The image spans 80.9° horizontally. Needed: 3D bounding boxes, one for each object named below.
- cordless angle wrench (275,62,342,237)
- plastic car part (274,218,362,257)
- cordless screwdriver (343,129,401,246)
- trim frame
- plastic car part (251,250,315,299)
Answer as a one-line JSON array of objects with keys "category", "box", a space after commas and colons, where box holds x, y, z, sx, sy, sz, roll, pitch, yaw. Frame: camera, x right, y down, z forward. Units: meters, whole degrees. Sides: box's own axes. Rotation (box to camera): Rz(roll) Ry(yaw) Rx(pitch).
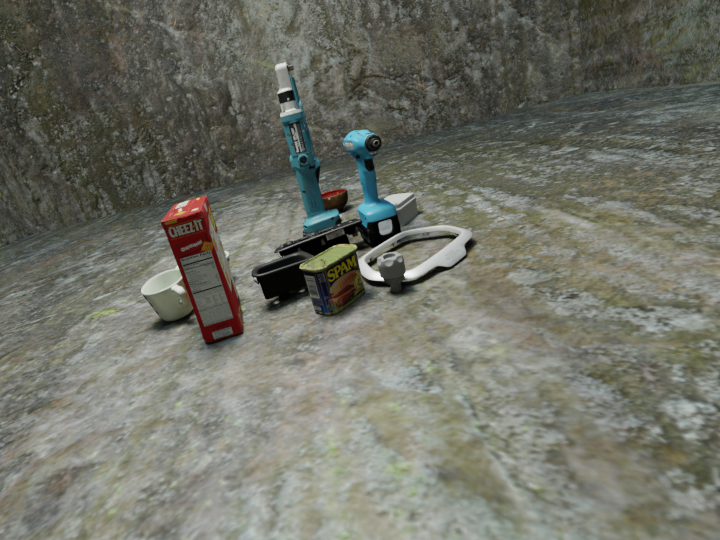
[{"category": "cordless angle wrench", "box": [-0.130, -0.257, 0.978, 0.098, 0.413, 0.076, -14, 17, 0]}, {"category": "plastic car part", "box": [-0.092, -0.060, 0.941, 0.202, 0.065, 0.068, -17, 19, -5]}, {"category": "cordless screwdriver", "box": [0.029, -0.175, 0.901, 0.073, 0.243, 0.165, -17, 18, -11]}, {"category": "trim frame", "box": [0.102, -0.035, 0.801, 0.194, 0.027, 0.242, 8, 30, 45]}, {"category": "plastic car part", "box": [-0.140, 0.016, 0.776, 0.114, 0.069, 0.069, -24, 21, -24]}]
